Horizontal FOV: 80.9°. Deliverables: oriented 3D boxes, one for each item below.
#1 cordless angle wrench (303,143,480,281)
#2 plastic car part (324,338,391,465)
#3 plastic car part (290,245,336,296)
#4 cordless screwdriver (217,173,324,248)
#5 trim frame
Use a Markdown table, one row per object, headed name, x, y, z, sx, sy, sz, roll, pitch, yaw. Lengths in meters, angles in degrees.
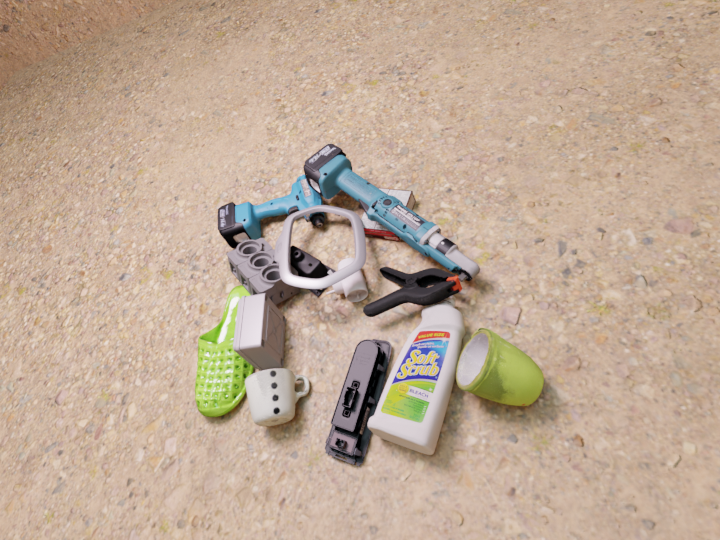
| name | x | y | z | sx | sy | sz | roll | pitch | yaw |
| --- | --- | --- | --- | --- | --- | --- | --- | --- | --- |
| cordless angle wrench | 0.052 | -0.116 | 0.830 | 0.097 | 0.071 | 0.445 | -41 | 57 | -15 |
| plastic car part | -0.006 | 0.198 | 0.690 | 0.069 | 0.063 | 0.204 | 2 | 56 | 31 |
| plastic car part | -0.114 | -0.012 | 0.873 | 0.123 | 0.067 | 0.065 | 33 | 72 | 33 |
| cordless screwdriver | -0.206 | -0.124 | 0.990 | 0.250 | 0.071 | 0.166 | -22 | 52 | 3 |
| trim frame | -0.082 | -0.054 | 0.843 | 0.185 | 0.026 | 0.257 | -8 | 45 | 2 |
